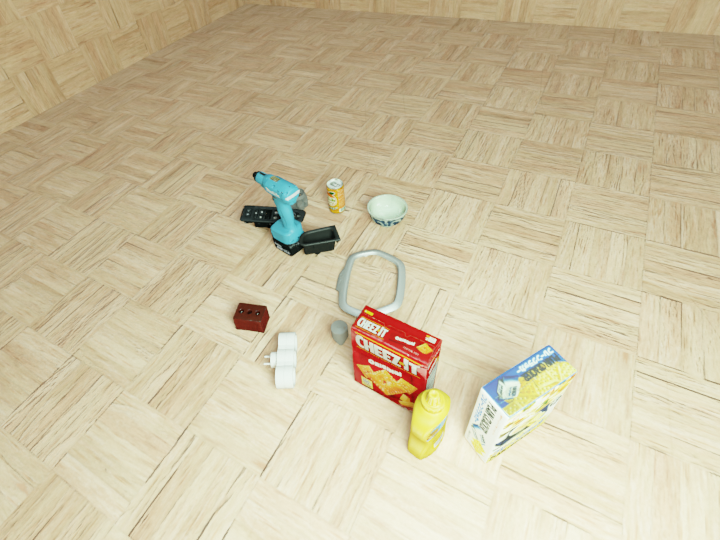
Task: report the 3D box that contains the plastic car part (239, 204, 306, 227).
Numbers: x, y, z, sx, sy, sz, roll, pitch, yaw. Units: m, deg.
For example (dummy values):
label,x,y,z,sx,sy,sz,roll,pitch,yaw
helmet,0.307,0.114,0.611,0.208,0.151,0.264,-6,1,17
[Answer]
label,x,y,z,sx,sy,sz,roll,pitch,yaw
plastic car part,-0.272,-0.160,1.330,0.206,0.064,0.068,1,47,8

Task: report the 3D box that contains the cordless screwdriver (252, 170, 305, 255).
label,x,y,z,sx,sy,sz,roll,pitch,yaw
cordless screwdriver,-0.232,-0.167,1.210,0.167,0.240,0.073,32,56,29

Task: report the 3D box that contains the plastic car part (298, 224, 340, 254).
label,x,y,z,sx,sy,sz,roll,pitch,yaw
plastic car part,-0.120,-0.079,1.231,0.115,0.068,0.069,-14,47,-7

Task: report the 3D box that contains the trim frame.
label,x,y,z,sx,sy,sz,roll,pitch,yaw
trim frame,0.027,0.031,1.137,0.187,0.026,0.254,2,48,10
